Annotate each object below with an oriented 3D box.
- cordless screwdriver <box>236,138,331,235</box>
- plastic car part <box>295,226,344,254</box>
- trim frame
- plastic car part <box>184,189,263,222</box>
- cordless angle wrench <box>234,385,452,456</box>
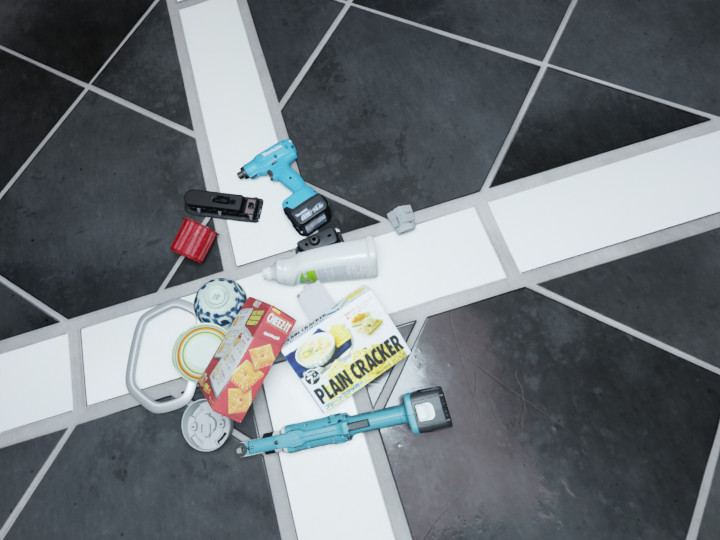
[{"bbox_3d":[-0.186,-0.194,1.017,0.159,0.072,0.258,-31,67,-4],"label":"cordless screwdriver"},{"bbox_3d":[-0.094,-0.062,0.962,0.116,0.069,0.068,-21,70,-4],"label":"plastic car part"},{"bbox_3d":[-0.428,0.186,0.943,0.187,0.027,0.253,0,70,8],"label":"trim frame"},{"bbox_3d":[-0.345,-0.162,1.033,0.207,0.065,0.067,7,81,11],"label":"plastic car part"},{"bbox_3d":[-0.042,0.309,0.829,0.427,0.095,0.076,-14,73,6],"label":"cordless angle wrench"}]
